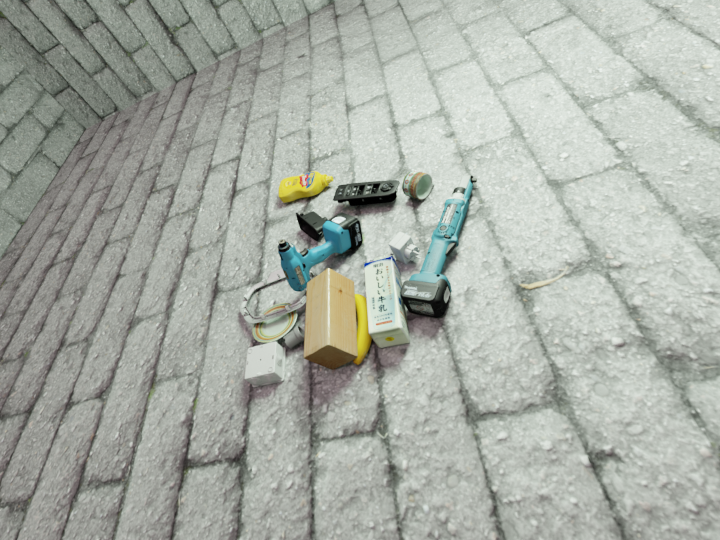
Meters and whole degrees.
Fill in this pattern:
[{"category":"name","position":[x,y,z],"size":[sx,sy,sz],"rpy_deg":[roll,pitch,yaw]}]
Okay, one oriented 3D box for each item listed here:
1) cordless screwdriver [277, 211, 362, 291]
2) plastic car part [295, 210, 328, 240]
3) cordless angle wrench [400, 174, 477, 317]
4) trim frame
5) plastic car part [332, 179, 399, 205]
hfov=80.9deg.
[{"category":"cordless screwdriver","position":[-0.110,-0.072,1.124],"size":[0.245,0.152,0.079],"rpy_deg":[-40,44,-25]},{"category":"plastic car part","position":[-0.135,-0.142,1.290],"size":[0.070,0.063,0.123],"rpy_deg":[-35,47,-22]},{"category":"cordless angle wrench","position":[0.210,-0.085,1.040],"size":[0.103,0.070,0.425],"rpy_deg":[5,55,32]},{"category":"trim frame","position":[-0.232,0.061,1.181],"size":[0.253,0.026,0.190],"rpy_deg":[-21,37,14]},{"category":"plastic car part","position":[0.022,-0.224,1.254],"size":[0.211,0.064,0.067],"rpy_deg":[-3,45,31]}]
